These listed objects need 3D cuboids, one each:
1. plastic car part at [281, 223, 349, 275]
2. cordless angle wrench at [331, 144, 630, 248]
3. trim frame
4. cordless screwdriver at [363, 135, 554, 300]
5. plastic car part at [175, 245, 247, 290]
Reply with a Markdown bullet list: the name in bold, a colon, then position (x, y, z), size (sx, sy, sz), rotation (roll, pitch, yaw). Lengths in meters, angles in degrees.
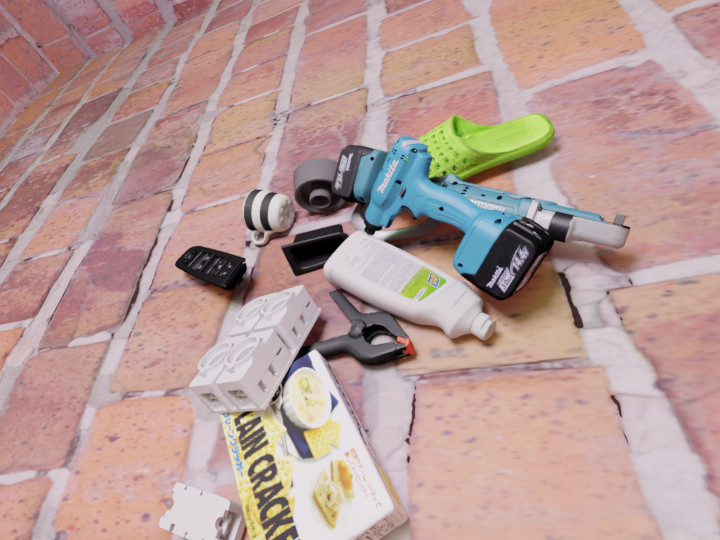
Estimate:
- **plastic car part**: position (-0.073, -0.048, 0.750), size (0.118, 0.063, 0.073), rotation (-17, 34, 9)
- **cordless angle wrench**: position (0.146, -0.105, 0.628), size (0.446, 0.071, 0.097), rotation (22, 102, 35)
- **trim frame**: position (0.088, -0.145, 0.764), size (0.194, 0.026, 0.248), rotation (20, 67, 36)
- **cordless screwdriver**: position (0.112, -0.057, 0.580), size (0.071, 0.158, 0.261), rotation (-15, 50, -47)
- **plastic car part**: position (-0.281, -0.004, 0.806), size (0.214, 0.063, 0.066), rotation (16, 69, 39)
